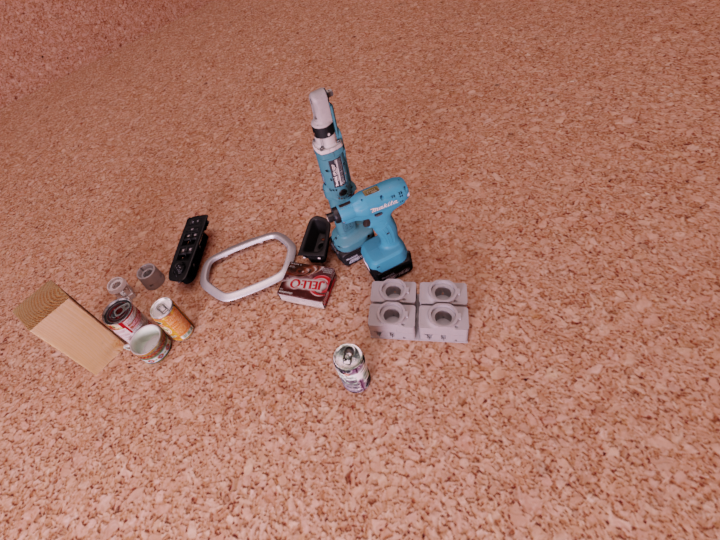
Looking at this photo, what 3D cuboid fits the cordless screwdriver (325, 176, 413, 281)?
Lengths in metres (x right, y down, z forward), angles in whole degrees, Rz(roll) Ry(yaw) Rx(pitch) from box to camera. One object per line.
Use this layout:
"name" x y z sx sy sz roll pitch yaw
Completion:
"cordless screwdriver" 0.025 -0.069 0.863 0.158 0.238 0.078 -22 51 -6

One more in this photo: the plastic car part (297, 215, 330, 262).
"plastic car part" -0.098 -0.064 1.002 0.068 0.068 0.118 2 53 14

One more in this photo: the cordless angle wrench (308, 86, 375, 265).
"cordless angle wrench" -0.044 -0.172 0.854 0.097 0.405 0.078 -25 52 -9

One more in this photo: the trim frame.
"trim frame" -0.275 -0.015 1.037 0.247 0.026 0.194 -25 51 -5

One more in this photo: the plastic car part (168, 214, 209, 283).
"plastic car part" -0.434 -0.048 1.081 0.068 0.064 0.208 -3 52 11
